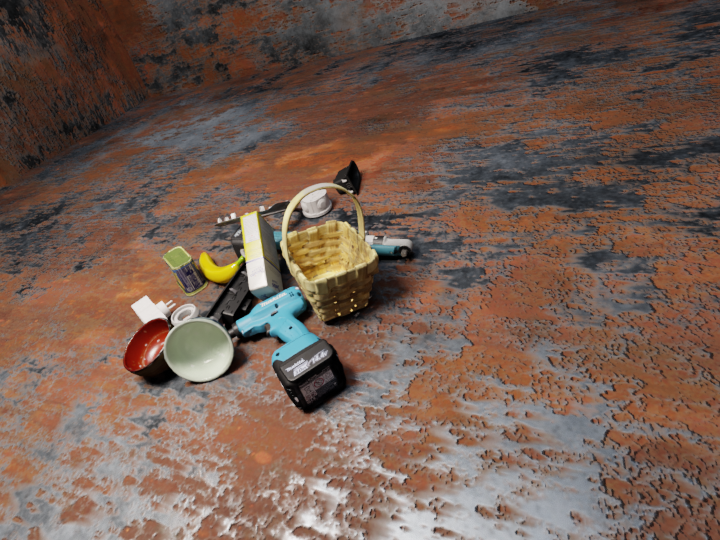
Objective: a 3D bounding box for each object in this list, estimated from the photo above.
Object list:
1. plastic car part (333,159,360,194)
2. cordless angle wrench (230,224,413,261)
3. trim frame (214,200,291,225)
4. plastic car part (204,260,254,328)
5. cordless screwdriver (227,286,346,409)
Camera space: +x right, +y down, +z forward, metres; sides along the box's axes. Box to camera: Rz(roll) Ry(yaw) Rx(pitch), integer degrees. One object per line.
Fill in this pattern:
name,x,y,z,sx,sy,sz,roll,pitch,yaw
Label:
plastic car part,-0.043,-0.253,1.177,0.072,0.063,0.119,-22,31,20
cordless angle wrench,-0.093,-0.061,0.950,0.439,0.071,0.098,3,41,24
trim frame,-0.265,-0.149,1.090,0.192,0.027,0.240,-7,10,35
plastic car part,-0.256,0.055,0.882,0.068,0.064,0.206,3,41,11
cordless screwdriver,-0.138,0.130,0.731,0.157,0.071,0.262,-28,34,-11
